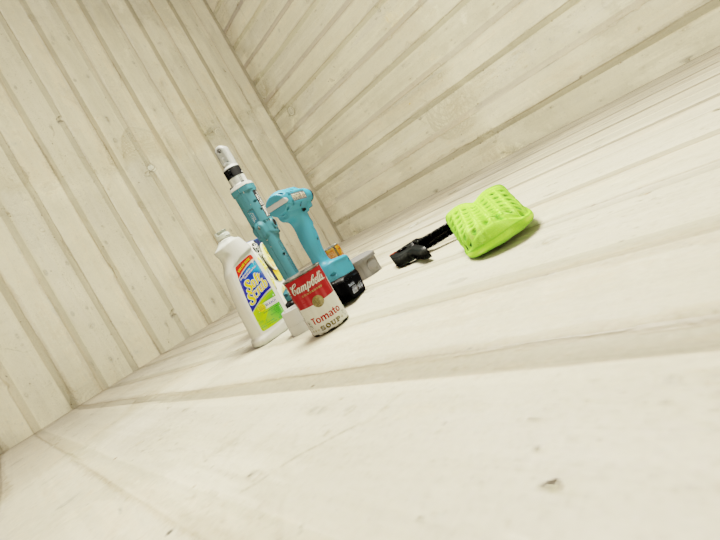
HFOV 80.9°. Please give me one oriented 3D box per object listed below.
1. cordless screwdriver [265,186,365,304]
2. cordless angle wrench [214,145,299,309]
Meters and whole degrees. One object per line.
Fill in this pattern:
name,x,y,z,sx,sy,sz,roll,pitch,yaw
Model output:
cordless screwdriver,-0.082,-0.053,0.835,0.076,0.248,0.156,-29,3,23
cordless angle wrench,-0.212,-0.094,0.949,0.075,0.422,0.097,-30,1,15
